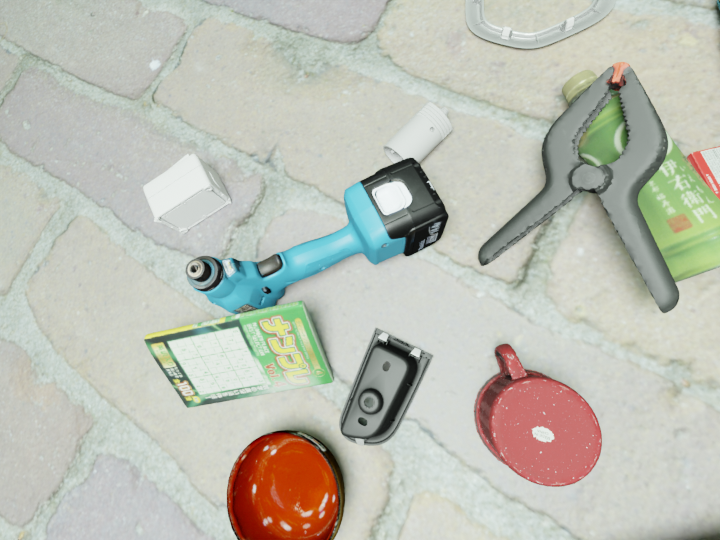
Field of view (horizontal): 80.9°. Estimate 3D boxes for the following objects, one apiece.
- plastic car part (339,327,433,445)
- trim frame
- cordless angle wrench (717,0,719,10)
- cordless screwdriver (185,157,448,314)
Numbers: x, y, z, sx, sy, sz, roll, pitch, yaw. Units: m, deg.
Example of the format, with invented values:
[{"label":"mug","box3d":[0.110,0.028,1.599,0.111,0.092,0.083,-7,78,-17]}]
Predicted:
[{"label":"plastic car part","box3d":[0.017,0.120,0.414,0.068,0.068,0.117,23,79,18]},{"label":"trim frame","box3d":[0.217,-0.382,0.523,0.190,0.026,0.250,7,79,17]},{"label":"cordless angle wrench","box3d":[0.377,-0.130,0.357,0.101,0.070,0.431,-2,61,20]},{"label":"cordless screwdriver","box3d":[-0.042,-0.027,0.425,0.250,0.154,0.076,-26,73,4]}]
